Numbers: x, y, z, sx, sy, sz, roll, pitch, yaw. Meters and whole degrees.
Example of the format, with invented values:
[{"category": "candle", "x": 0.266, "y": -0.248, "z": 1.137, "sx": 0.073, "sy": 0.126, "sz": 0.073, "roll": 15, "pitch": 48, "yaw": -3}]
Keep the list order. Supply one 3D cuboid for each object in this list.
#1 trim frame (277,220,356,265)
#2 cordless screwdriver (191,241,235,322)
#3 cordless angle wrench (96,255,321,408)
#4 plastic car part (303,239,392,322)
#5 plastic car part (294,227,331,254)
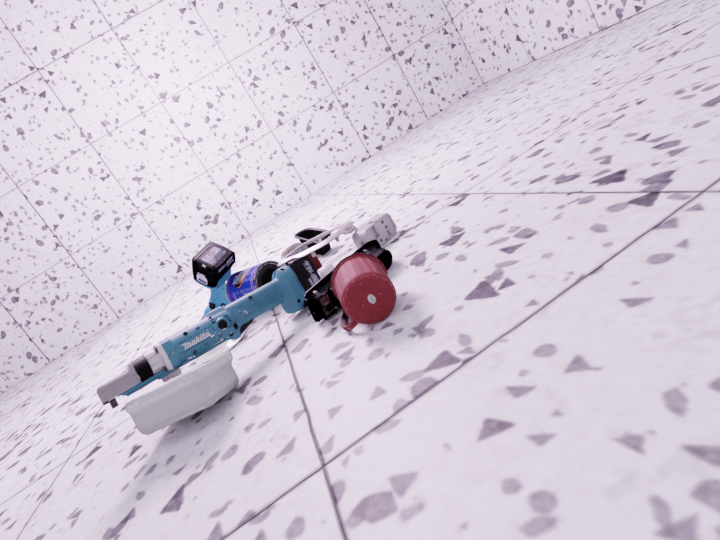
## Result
[{"category": "trim frame", "x": -0.096, "y": -0.063, "z": 0.987, "sx": 0.188, "sy": 0.027, "sz": 0.246, "roll": -24, "pitch": 10, "yaw": 22}, {"category": "cordless screwdriver", "x": -0.388, "y": 0.054, "z": 1.098, "sx": 0.243, "sy": 0.076, "sz": 0.159, "roll": 104, "pitch": -167, "yaw": -49}, {"category": "cordless angle wrench", "x": -0.250, "y": 0.100, "z": 0.753, "sx": 0.413, "sy": 0.098, "sz": 0.076, "roll": -31, "pitch": 2, "yaw": -34}, {"category": "plastic car part", "x": -0.009, "y": 0.011, "z": 0.764, "sx": 0.070, "sy": 0.064, "sz": 0.200, "roll": 0, "pitch": 35, "yaw": 47}, {"category": "plastic car part", "x": -0.128, "y": -0.077, "z": 1.197, "sx": 0.123, "sy": 0.068, "sz": 0.065, "roll": 11, "pitch": 42, "yaw": 46}]
